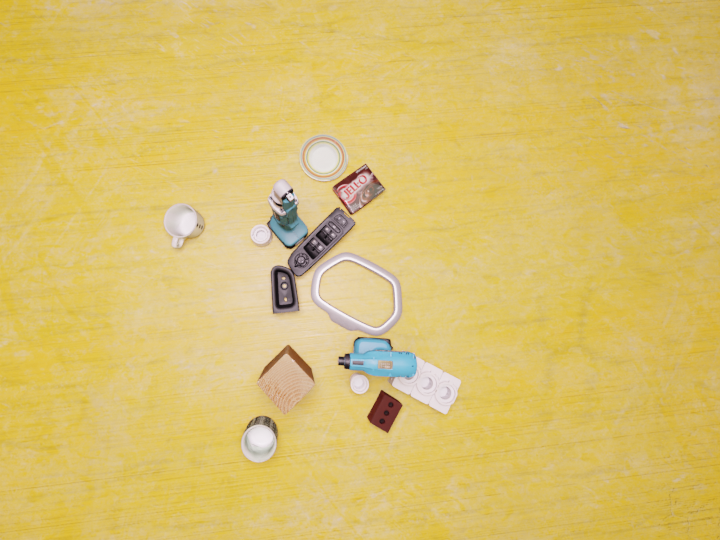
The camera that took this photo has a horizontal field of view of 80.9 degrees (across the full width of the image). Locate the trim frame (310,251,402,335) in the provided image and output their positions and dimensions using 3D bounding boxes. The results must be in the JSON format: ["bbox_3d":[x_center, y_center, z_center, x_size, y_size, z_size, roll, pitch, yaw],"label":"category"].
[{"bbox_3d":[-0.009,0.061,1.092,0.249,0.027,0.184,27,82,1],"label":"trim frame"}]

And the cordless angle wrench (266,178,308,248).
[{"bbox_3d":[-0.162,-0.125,0.913,0.074,0.424,0.098,-40,91,-9],"label":"cordless angle wrench"}]

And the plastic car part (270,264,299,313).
[{"bbox_3d":[-0.192,0.046,1.064,0.065,0.071,0.117,-6,83,-6],"label":"plastic car part"}]

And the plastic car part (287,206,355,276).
[{"bbox_3d":[-0.106,-0.069,1.086,0.067,0.067,0.202,45,82,1],"label":"plastic car part"}]

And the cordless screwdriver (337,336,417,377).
[{"bbox_3d":[0.019,0.197,0.962,0.158,0.249,0.075,4,85,-6],"label":"cordless screwdriver"}]
